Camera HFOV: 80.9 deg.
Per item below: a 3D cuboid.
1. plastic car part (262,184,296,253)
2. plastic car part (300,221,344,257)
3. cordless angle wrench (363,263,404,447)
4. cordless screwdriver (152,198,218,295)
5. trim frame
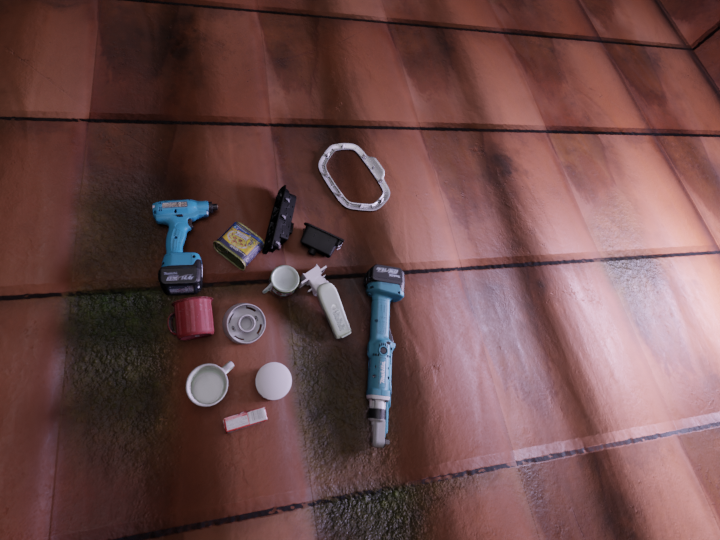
[{"bbox_3d":[-0.209,-0.137,1.126,0.065,0.067,0.207,13,63,-20],"label":"plastic car part"},{"bbox_3d":[-0.110,-0.072,1.123,0.117,0.065,0.071,23,77,0],"label":"plastic car part"},{"bbox_3d":[0.049,0.197,1.027,0.096,0.074,0.431,8,66,-11],"label":"cordless angle wrench"},{"bbox_3d":[-0.423,-0.068,1.041,0.155,0.074,0.257,-7,64,-17],"label":"cordless screwdriver"},{"bbox_3d":[-0.016,-0.282,1.256,0.180,0.027,0.256,-26,72,-23],"label":"trim frame"}]
